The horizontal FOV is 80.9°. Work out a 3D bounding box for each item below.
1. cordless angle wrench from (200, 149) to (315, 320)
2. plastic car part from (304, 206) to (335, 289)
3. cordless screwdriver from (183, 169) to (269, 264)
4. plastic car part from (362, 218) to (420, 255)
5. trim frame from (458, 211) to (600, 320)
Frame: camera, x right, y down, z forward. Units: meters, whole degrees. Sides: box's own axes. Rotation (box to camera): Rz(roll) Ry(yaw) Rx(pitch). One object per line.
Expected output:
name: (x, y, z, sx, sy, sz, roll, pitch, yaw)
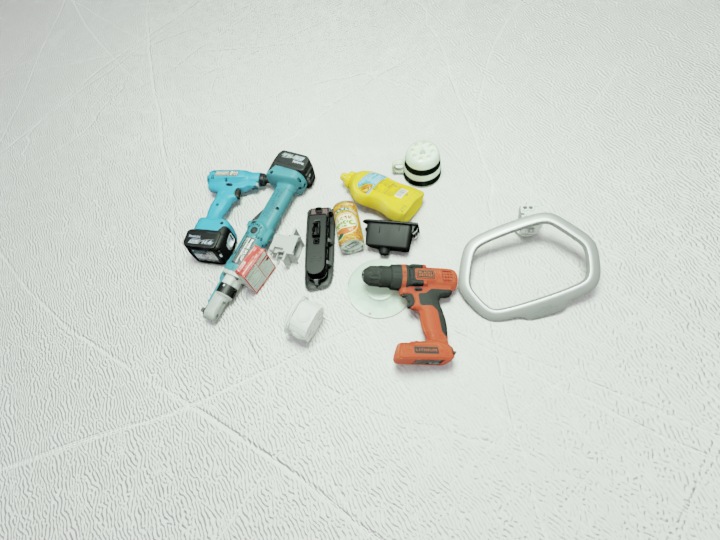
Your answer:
cordless angle wrench: (-0.230, -0.080, 0.947, 0.102, 0.071, 0.425, 18, 69, 19)
plastic car part: (-0.089, -0.058, 0.911, 0.067, 0.065, 0.208, -1, 64, 1)
cordless screwdriver: (-0.307, -0.137, 0.992, 0.162, 0.071, 0.254, 0, 59, 11)
plastic car part: (0.061, -0.066, 0.886, 0.120, 0.063, 0.072, 4, 78, 16)
trim frame: (0.306, -0.004, 0.784, 0.251, 0.026, 0.188, -22, 74, 10)
